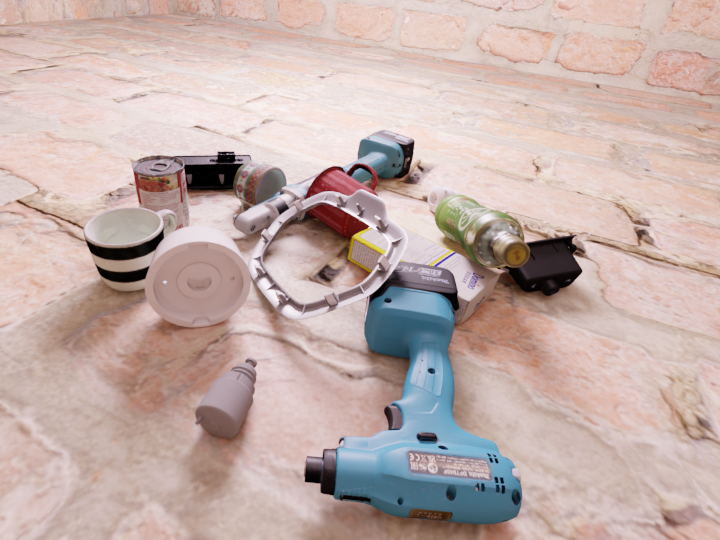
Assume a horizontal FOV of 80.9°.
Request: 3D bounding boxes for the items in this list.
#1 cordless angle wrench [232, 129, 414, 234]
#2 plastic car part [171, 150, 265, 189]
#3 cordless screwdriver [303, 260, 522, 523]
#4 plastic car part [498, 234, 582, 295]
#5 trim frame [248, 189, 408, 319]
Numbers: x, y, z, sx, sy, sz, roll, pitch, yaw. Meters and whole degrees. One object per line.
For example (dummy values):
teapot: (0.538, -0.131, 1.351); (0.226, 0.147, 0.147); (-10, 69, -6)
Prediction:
cordless angle wrench: (-0.048, -0.155, 0.743); (0.103, 0.072, 0.414); (27, 43, 26)
plastic car part: (-0.256, -0.177, 0.752); (0.199, 0.065, 0.069); (-8, 45, -15)
cordless screwdriver: (0.034, 0.095, 0.402); (0.159, 0.072, 0.256); (4, 39, -3)
plastic car part: (0.250, 0.000, 0.580); (0.114, 0.064, 0.074); (-10, 53, -17)
trim frame: (-0.051, -0.034, 0.526); (0.183, 0.026, 0.262); (-39, 37, -9)
